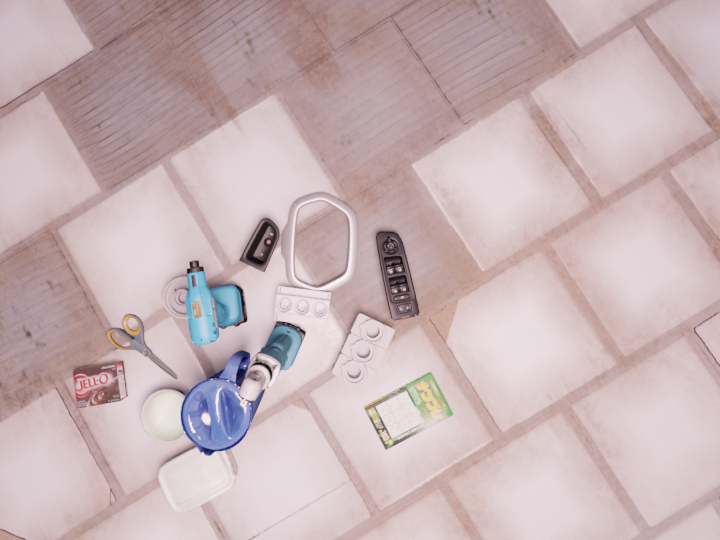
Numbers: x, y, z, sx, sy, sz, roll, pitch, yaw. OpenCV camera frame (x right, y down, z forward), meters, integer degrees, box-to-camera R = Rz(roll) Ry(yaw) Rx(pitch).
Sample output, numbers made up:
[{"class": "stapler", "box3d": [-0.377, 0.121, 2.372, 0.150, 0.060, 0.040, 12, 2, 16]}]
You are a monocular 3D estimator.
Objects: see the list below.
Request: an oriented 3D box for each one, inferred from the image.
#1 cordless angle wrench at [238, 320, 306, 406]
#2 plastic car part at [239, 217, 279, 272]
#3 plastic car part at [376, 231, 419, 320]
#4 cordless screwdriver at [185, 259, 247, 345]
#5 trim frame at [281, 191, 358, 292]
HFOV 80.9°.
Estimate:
[{"class": "cordless angle wrench", "box3d": [-0.167, 0.168, 0.801, 0.074, 0.422, 0.098, 24, 88, -2]}, {"class": "plastic car part", "box3d": [-0.225, -0.061, 0.995, 0.066, 0.070, 0.116, 26, 88, 1]}, {"class": "plastic car part", "box3d": [0.080, 0.008, 0.978, 0.066, 0.066, 0.204, -11, 86, -1]}, {"class": "cordless screwdriver", "box3d": [-0.310, 0.060, 0.902, 0.074, 0.248, 0.160, -10, 89, -3]}, {"class": "trim frame", "box3d": [-0.099, -0.065, 1.011, 0.185, 0.027, 0.249, 2, 86, 3]}]
